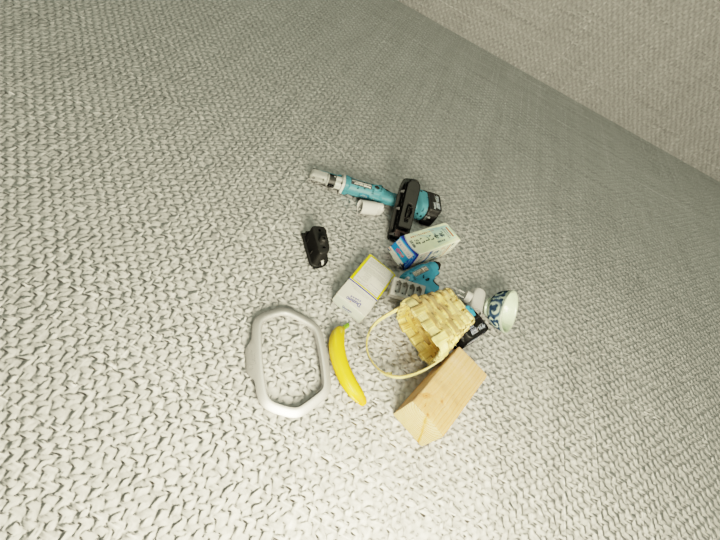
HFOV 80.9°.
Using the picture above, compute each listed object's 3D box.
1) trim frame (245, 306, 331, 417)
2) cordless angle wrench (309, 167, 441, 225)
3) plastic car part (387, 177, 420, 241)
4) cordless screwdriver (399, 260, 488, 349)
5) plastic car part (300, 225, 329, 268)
[{"bbox_3d":[-0.156,0.191,0.915,0.177,0.027,0.258,3,55,-24],"label":"trim frame"},{"bbox_3d":[0.044,-0.242,1.318,0.415,0.074,0.100,14,51,-10],"label":"cordless angle wrench"},{"bbox_3d":[0.135,-0.185,1.255,0.066,0.067,0.204,14,79,-5],"label":"plastic car part"},{"bbox_3d":[0.233,0.081,1.144,0.154,0.074,0.259,-23,62,-37],"label":"cordless screwdriver"},{"bbox_3d":[-0.109,-0.071,1.112,0.064,0.070,0.121,0,52,-25],"label":"plastic car part"}]
